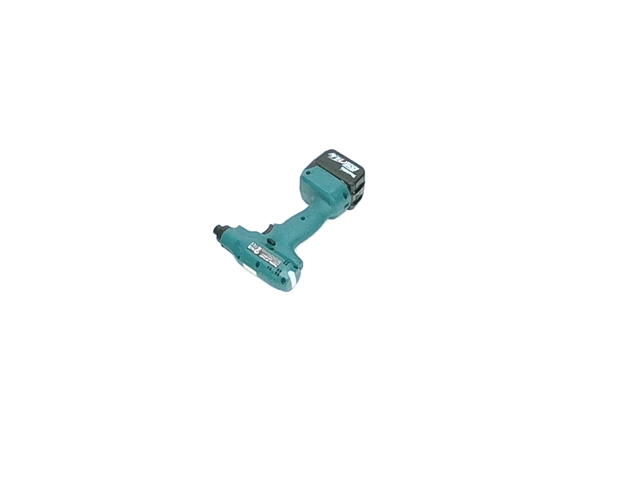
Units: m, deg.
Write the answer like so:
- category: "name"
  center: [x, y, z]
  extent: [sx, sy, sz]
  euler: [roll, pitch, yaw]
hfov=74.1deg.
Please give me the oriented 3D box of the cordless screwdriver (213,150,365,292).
- category: "cordless screwdriver"
  center: [-0.045, -0.047, 0.701]
  extent: [0.159, 0.247, 0.074]
  euler: [32, -25, 18]
